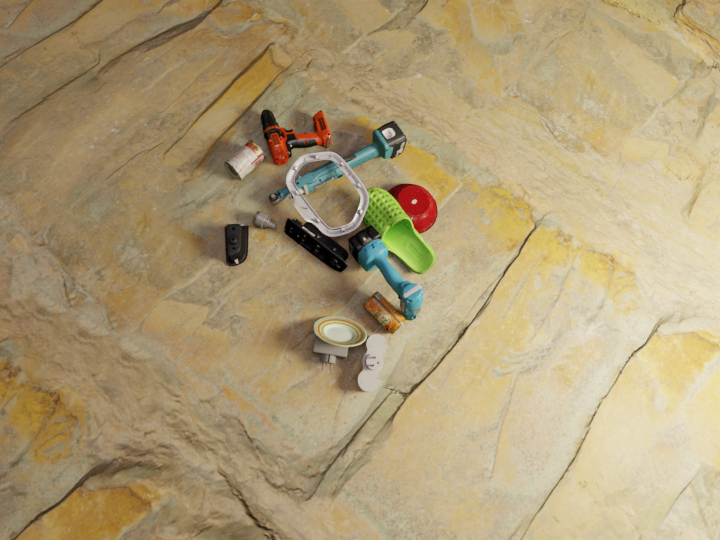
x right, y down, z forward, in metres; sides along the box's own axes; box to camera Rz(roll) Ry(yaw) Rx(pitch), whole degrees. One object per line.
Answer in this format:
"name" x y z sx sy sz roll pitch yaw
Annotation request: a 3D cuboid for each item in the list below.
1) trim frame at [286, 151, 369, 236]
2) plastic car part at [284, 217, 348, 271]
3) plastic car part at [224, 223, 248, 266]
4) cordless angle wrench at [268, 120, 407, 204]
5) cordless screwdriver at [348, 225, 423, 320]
"trim frame" -0.090 -0.209 1.134 0.184 0.027 0.251 -37 85 -1
"plastic car part" -0.111 -0.073 1.135 0.208 0.066 0.066 40 47 12
"plastic car part" -0.332 -0.077 1.118 0.065 0.069 0.119 -4 68 -5
"cordless angle wrench" -0.070 -0.291 1.203 0.420 0.096 0.076 -29 77 -8
"cordless screwdriver" 0.068 0.013 1.083 0.074 0.153 0.261 -31 61 -12
